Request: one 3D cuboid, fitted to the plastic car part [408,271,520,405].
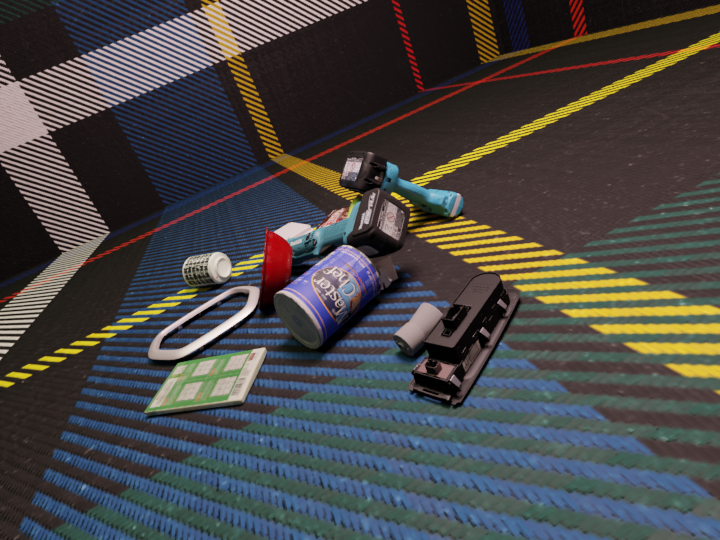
[{"bbox_3d":[0.128,0.066,0.517,0.069,0.065,0.199,-6,26,49],"label":"plastic car part"}]

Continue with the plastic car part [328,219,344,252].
[{"bbox_3d":[-0.045,-0.073,0.922,0.068,0.069,0.117,-16,22,19],"label":"plastic car part"}]

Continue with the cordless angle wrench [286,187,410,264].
[{"bbox_3d":[-0.082,-0.053,0.835,0.439,0.071,0.099,-12,56,52],"label":"cordless angle wrench"}]

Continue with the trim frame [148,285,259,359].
[{"bbox_3d":[-0.311,0.103,0.855,0.245,0.026,0.194,-37,29,-23],"label":"trim frame"}]

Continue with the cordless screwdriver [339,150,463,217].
[{"bbox_3d":[0.073,-0.172,0.879,0.238,0.074,0.167,15,7,-27],"label":"cordless screwdriver"}]
